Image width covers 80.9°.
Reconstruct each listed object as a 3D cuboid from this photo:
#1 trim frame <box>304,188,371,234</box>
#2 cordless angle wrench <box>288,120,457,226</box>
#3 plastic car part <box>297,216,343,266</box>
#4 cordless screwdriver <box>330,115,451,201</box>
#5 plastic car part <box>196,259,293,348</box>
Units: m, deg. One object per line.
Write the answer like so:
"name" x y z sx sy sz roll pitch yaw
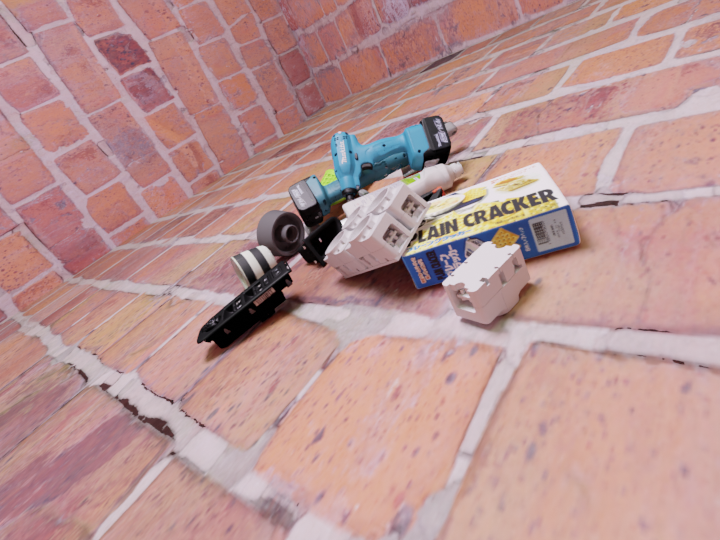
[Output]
"trim frame" -0.059 -0.147 1.044 0.183 0.026 0.259 -30 27 -5
"cordless angle wrench" 0.039 -0.241 0.987 0.421 0.071 0.102 -28 60 -3
"plastic car part" -0.086 -0.056 0.878 0.073 0.065 0.115 -26 17 42
"cordless screwdriver" 0.065 -0.239 0.914 0.251 0.163 0.072 -9 -17 5
"plastic car part" -0.197 0.067 0.745 0.202 0.064 0.069 -35 31 -4
